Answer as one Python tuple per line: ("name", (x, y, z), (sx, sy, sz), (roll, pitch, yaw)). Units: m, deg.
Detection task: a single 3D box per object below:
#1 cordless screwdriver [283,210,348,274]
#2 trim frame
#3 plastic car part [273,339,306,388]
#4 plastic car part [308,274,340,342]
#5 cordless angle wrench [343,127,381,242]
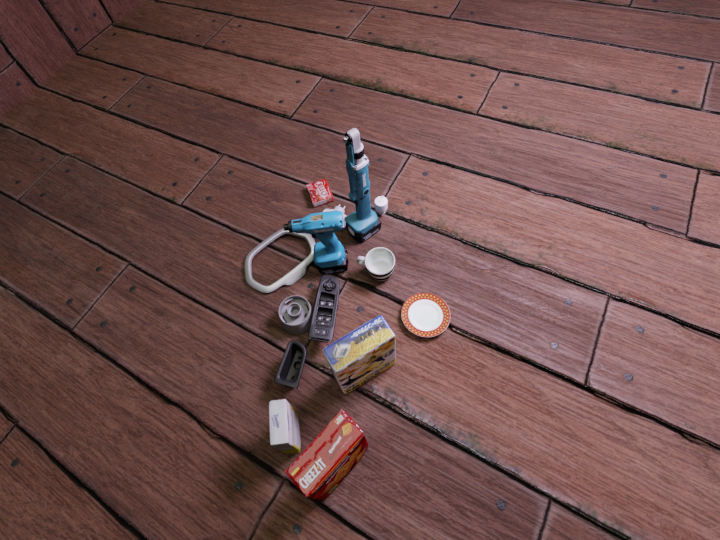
("cordless screwdriver", (-0.117, -0.076, 1.194), (0.160, 0.239, 0.077), (-6, 60, 3))
("trim frame", (-0.250, -0.035, 1.317), (0.246, 0.026, 0.193), (-39, 61, -14))
("plastic car part", (-0.172, 0.250, 1.109), (0.068, 0.068, 0.118), (10, 62, 13))
("plastic car part", (-0.095, 0.108, 1.183), (0.067, 0.064, 0.207), (2, 60, 8))
("cordless angle wrench", (-0.003, -0.229, 1.167), (0.097, 0.407, 0.078), (-36, 64, -15))
